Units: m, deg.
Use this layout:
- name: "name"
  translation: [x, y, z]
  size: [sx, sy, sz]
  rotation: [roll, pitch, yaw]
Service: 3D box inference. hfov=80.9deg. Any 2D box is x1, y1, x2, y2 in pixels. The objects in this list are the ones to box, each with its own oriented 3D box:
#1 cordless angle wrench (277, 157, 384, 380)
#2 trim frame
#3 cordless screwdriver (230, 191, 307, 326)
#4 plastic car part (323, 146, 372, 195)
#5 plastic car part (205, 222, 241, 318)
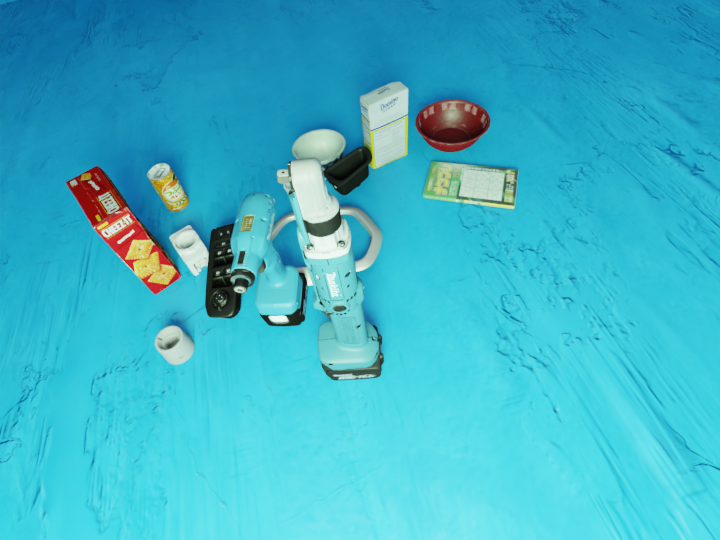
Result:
- name: "cordless angle wrench"
  translation: [-0.029, 0.025, 0.529]
  size: [0.099, 0.406, 0.077]
  rotation: [-4, 54, 4]
- name: "trim frame"
  translation: [-0.082, -0.054, 0.837]
  size: [0.252, 0.026, 0.190]
  rotation: [-5, 53, 7]
- name: "cordless screwdriver"
  translation: [-0.144, 0.016, 0.664]
  size: [0.075, 0.239, 0.164]
  rotation: [-2, 54, 5]
- name: "plastic car part"
  translation: [-0.019, -0.206, 0.912]
  size: [0.115, 0.068, 0.069]
  rotation: [-38, 57, -17]
- name: "plastic car part"
  translation: [-0.254, 0.007, 0.802]
  size: [0.067, 0.064, 0.210]
  rotation: [-9, 53, 2]
